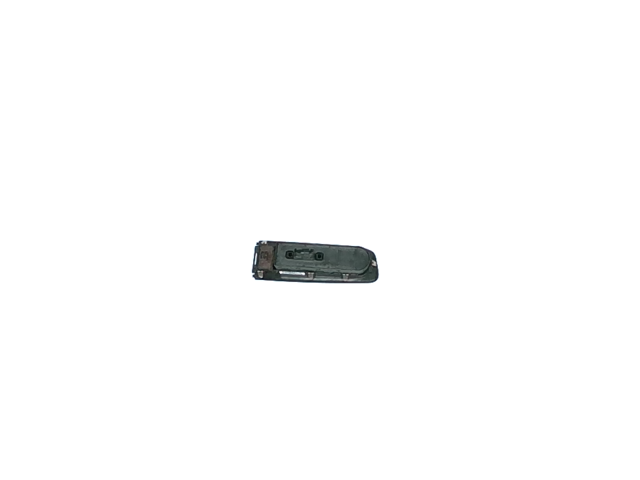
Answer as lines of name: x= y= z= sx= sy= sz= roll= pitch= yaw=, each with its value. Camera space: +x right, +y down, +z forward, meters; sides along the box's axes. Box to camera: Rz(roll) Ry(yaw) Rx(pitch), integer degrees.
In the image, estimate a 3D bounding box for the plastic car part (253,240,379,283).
plastic car part: x=-0.004 y=0.029 z=0.671 sx=0.203 sy=0.066 sz=0.067 roll=5 pitch=-27 yaw=-1
